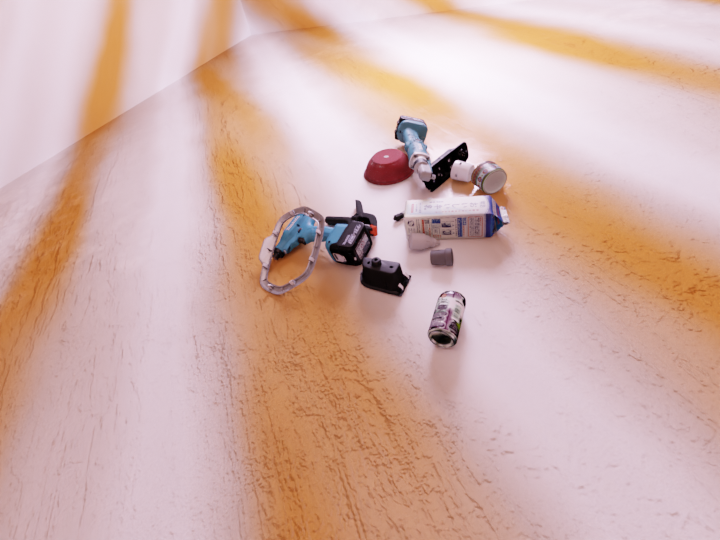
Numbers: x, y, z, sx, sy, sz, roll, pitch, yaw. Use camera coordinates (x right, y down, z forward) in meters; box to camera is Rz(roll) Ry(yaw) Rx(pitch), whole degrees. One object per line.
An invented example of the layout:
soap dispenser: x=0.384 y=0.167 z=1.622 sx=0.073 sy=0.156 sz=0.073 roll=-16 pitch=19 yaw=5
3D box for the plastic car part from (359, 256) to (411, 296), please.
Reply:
plastic car part: x=0.046 y=0.003 z=0.949 sx=0.122 sy=0.068 sz=0.066 roll=14 pitch=47 yaw=26

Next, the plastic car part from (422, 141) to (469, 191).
plastic car part: x=0.241 y=-0.303 z=1.227 sx=0.200 sy=0.064 sz=0.070 roll=-39 pitch=22 yaw=-22

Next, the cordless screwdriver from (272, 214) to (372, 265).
cordless screwdriver: x=-0.105 y=-0.069 z=1.077 sx=0.262 sy=0.070 sz=0.159 roll=16 pitch=61 yaw=36

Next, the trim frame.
trim frame: x=-0.177 y=-0.057 z=1.059 sx=0.192 sy=0.026 sz=0.252 roll=-3 pitch=64 yaw=34

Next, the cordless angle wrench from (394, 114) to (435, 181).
cordless angle wrench: x=0.162 y=-0.355 z=1.233 sx=0.097 sy=0.073 sz=0.434 roll=10 pitch=34 yaw=-6
